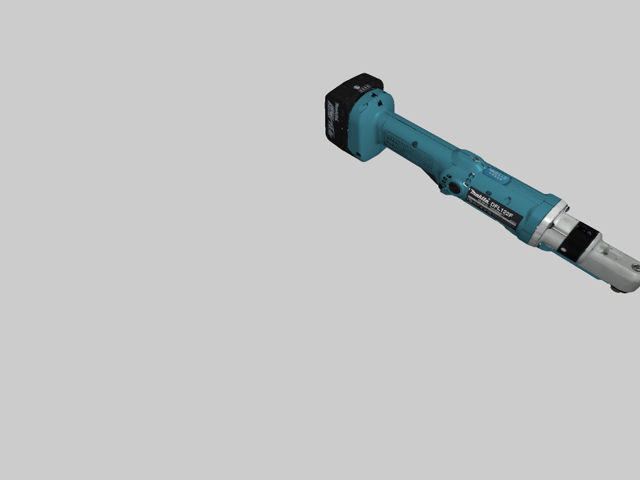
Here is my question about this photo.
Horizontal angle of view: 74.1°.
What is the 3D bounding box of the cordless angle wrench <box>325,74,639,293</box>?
[{"bbox_3d":[0.178,-0.076,0.520,0.074,0.098,0.422,-38,60,-24],"label":"cordless angle wrench"}]
